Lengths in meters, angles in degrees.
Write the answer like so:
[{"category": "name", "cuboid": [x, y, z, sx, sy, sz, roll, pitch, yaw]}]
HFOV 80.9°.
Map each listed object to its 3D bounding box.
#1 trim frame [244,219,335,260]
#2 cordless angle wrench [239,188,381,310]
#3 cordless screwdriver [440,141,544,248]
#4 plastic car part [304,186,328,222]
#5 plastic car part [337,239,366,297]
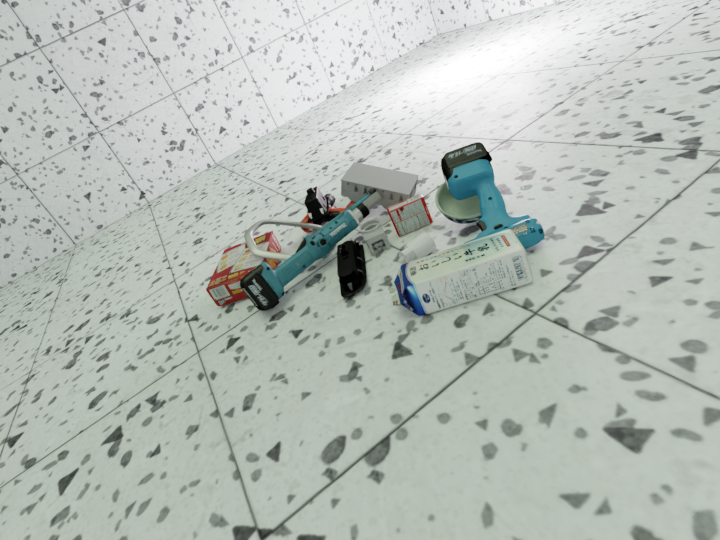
[{"category": "trim frame", "cuboid": [-0.188, -0.084, 1.130, 0.251, 0.027, 0.188, 4, 41, 5]}, {"category": "cordless angle wrench", "cuboid": [-0.101, -0.066, 1.033, 0.418, 0.097, 0.076, -41, 7, -19]}, {"category": "cordless screwdriver", "cuboid": [0.225, -0.129, 0.837, 0.161, 0.070, 0.259, -23, 57, 9]}, {"category": "plastic car part", "cuboid": [-0.130, -0.199, 1.204, 0.067, 0.068, 0.120, -22, 34, 14]}, {"category": "plastic car part", "cuboid": [-0.024, -0.017, 0.958, 0.067, 0.064, 0.209, -16, 34, 6]}]
